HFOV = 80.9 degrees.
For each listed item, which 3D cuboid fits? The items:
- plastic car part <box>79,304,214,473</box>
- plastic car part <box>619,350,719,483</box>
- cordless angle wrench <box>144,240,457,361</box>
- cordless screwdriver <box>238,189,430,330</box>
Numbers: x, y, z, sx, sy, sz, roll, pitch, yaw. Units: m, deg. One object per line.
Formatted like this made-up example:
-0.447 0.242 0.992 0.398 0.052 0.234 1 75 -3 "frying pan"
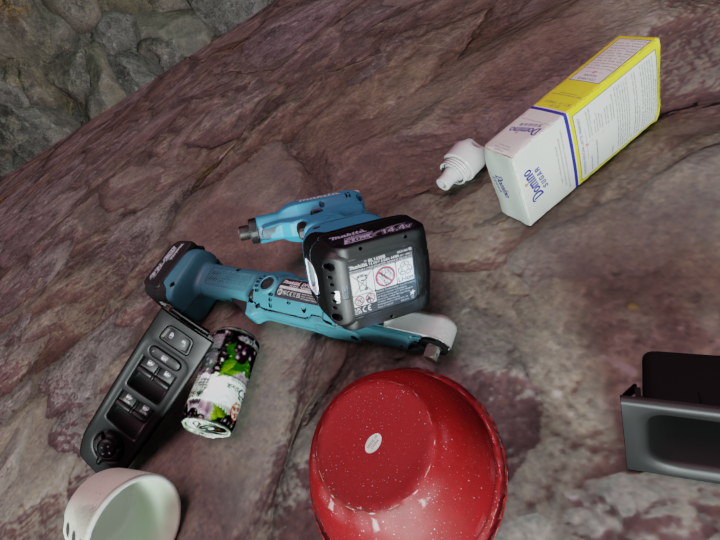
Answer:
-0.235 0.132 0.465 0.203 0.065 0.068 -56 9 2 "plastic car part"
0.217 0.077 0.242 0.121 0.063 0.071 -6 34 29 "plastic car part"
-0.097 0.032 0.492 0.445 0.070 0.098 7 56 36 "cordless angle wrench"
-0.043 -0.028 0.438 0.157 0.072 0.259 -14 23 -12 "cordless screwdriver"
